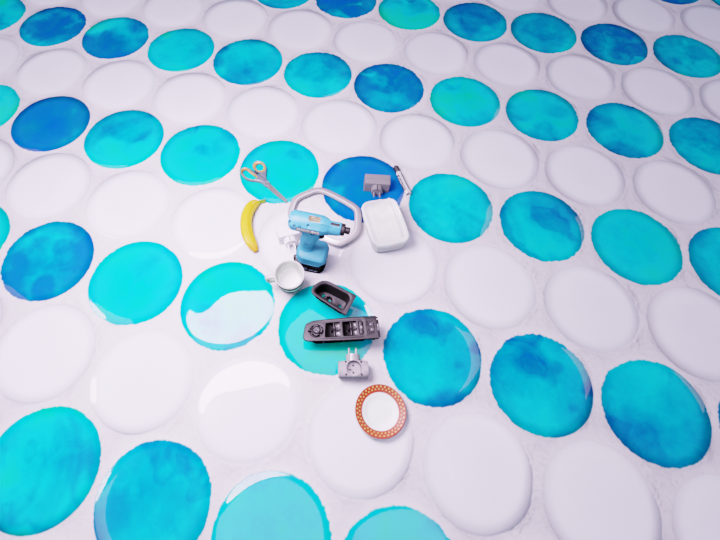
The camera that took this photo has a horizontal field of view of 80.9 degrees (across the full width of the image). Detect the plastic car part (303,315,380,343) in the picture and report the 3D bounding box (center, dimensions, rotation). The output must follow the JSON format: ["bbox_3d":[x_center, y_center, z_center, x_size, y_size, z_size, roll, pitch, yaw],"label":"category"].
[{"bbox_3d":[-0.054,0.164,1.138,0.202,0.065,0.068,-2,64,-2],"label":"plastic car part"}]

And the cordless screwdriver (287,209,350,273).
[{"bbox_3d":[-0.114,-0.074,1.162,0.160,0.243,0.075,13,64,2],"label":"cordless screwdriver"}]

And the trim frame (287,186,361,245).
[{"bbox_3d":[-0.112,-0.171,1.335,0.255,0.027,0.184,29,66,14],"label":"trim frame"}]

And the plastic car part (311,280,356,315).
[{"bbox_3d":[-0.079,0.079,1.180,0.119,0.069,0.066,28,65,12],"label":"plastic car part"}]
